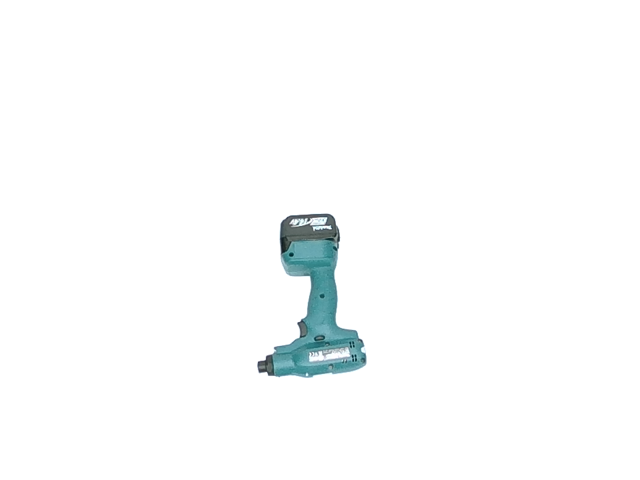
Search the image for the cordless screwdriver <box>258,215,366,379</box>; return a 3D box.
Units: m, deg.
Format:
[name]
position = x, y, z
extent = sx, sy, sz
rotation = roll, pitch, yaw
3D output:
[cordless screwdriver]
position = -0.028, 0.088, 0.666
extent = 0.159, 0.248, 0.074
rotation = -7, -22, -4
